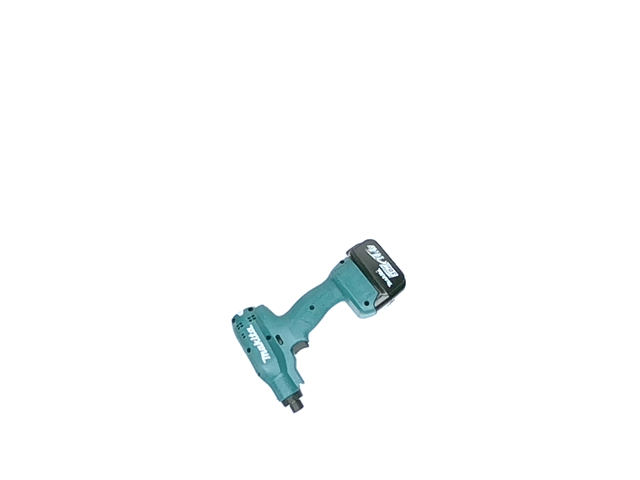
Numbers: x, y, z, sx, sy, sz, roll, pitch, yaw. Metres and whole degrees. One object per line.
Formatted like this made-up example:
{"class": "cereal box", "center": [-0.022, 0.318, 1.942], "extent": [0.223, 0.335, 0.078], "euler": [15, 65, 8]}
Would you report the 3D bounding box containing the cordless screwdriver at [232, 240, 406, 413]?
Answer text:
{"class": "cordless screwdriver", "center": [0.013, 0.120, 0.612], "extent": [0.248, 0.159, 0.074], "euler": [-32, -16, -7]}
